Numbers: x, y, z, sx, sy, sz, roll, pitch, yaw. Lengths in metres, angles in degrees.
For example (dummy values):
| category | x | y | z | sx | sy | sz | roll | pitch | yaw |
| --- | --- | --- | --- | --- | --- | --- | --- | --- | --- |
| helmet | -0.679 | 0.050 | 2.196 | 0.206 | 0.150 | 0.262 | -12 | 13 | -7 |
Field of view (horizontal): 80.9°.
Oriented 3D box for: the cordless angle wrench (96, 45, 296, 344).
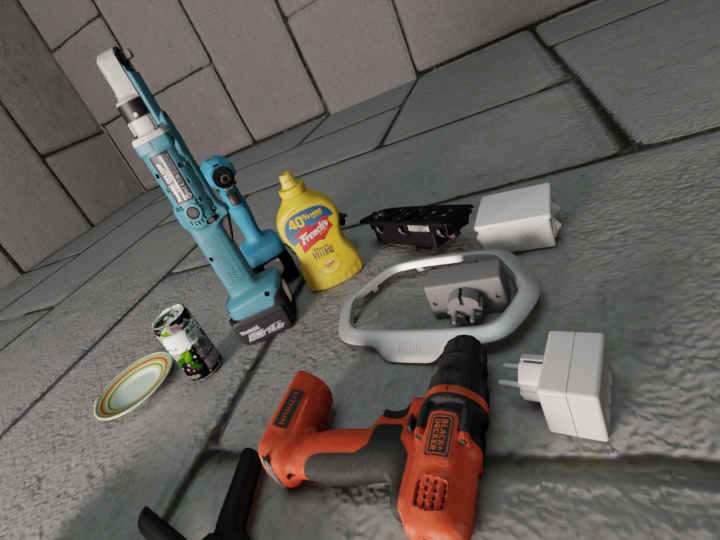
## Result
| category | x | y | z | sx | sy | sz | roll | pitch | yaw |
| --- | --- | --- | --- | --- | --- | --- | --- | --- | --- |
| cordless angle wrench | -0.219 | -0.086 | 0.574 | 0.098 | 0.408 | 0.077 | -24 | 23 | 4 |

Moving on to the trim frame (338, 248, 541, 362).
| category | x | y | z | sx | sy | sz | roll | pitch | yaw |
| --- | --- | --- | --- | --- | --- | --- | --- | --- | --- |
| trim frame | 0.083 | 0.036 | 0.511 | 0.259 | 0.026 | 0.183 | -7 | 33 | 34 |

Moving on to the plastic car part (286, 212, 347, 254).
| category | x | y | z | sx | sy | sz | roll | pitch | yaw |
| --- | --- | --- | --- | --- | --- | --- | --- | --- | --- |
| plastic car part | -0.073 | -0.048 | 0.750 | 0.115 | 0.068 | 0.069 | -40 | 28 | -25 |

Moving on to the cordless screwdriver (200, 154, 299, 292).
| category | x | y | z | sx | sy | sz | roll | pitch | yaw |
| --- | --- | --- | --- | --- | --- | --- | --- | --- | --- |
| cordless screwdriver | -0.189 | -0.077 | 0.716 | 0.074 | 0.240 | 0.167 | -31 | 25 | -12 |

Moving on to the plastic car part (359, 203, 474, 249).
| category | x | y | z | sx | sy | sz | roll | pitch | yaw |
| --- | --- | --- | --- | --- | --- | --- | --- | --- | --- |
| plastic car part | 0.081 | -0.068 | 0.653 | 0.065 | 0.064 | 0.214 | -38 | 29 | -24 |
